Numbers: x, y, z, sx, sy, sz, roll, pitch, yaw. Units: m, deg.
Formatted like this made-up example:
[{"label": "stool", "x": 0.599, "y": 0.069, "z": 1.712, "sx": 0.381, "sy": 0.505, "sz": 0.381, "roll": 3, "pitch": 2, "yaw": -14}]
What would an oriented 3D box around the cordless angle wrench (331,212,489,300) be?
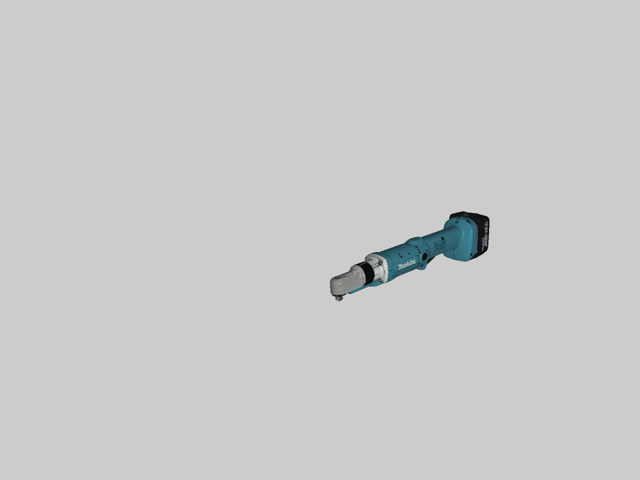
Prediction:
[{"label": "cordless angle wrench", "x": 0.182, "y": 0.029, "z": 0.822, "sx": 0.422, "sy": 0.098, "sz": 0.074, "roll": -17, "pitch": 21, "yaw": -36}]
